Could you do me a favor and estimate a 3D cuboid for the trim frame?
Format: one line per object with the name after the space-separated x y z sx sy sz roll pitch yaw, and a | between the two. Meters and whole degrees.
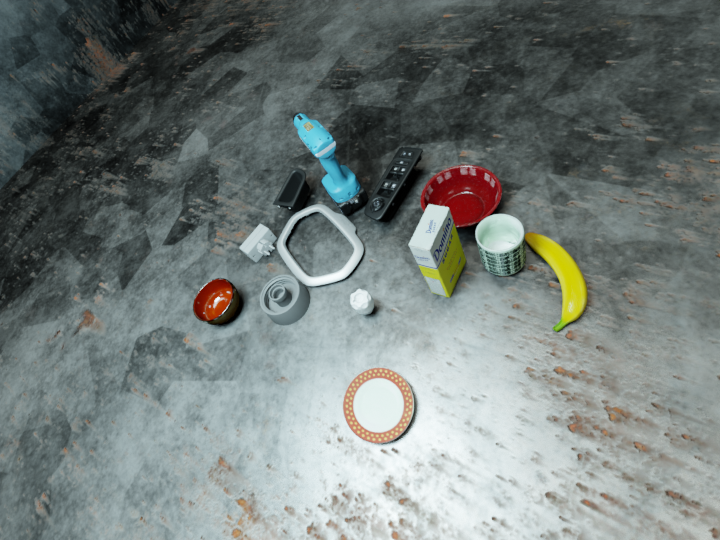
-0.099 -0.064 1.008 0.184 0.026 0.262 -40 52 -3 | trim frame

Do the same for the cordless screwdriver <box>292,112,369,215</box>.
-0.075 -0.249 0.981 0.074 0.236 0.168 -35 52 -1 | cordless screwdriver

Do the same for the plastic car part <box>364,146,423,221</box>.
0.077 -0.193 0.982 0.070 0.063 0.203 22 71 33 | plastic car part

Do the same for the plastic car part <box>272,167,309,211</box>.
-0.165 -0.199 1.099 0.069 0.067 0.117 11 65 30 | plastic car part
